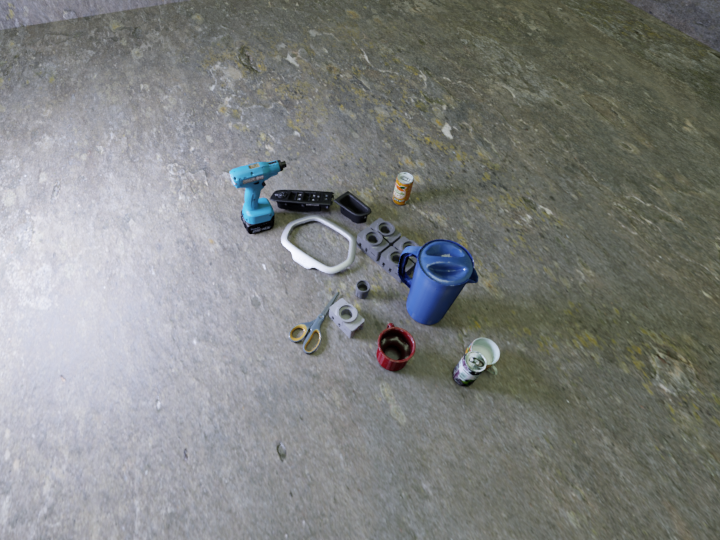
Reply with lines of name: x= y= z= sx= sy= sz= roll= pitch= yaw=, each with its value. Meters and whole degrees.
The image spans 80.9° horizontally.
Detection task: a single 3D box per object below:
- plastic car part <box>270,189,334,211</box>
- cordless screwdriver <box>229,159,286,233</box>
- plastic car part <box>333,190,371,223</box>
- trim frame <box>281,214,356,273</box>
plastic car part: x=-0.190 y=-0.226 z=1.372 sx=0.204 sy=0.065 sz=0.068 roll=7 pitch=55 yaw=3
cordless screwdriver: x=-0.292 y=-0.223 z=1.259 sx=0.156 sy=0.242 sz=0.078 roll=-18 pitch=60 yaw=-17
plastic car part: x=-0.023 y=-0.188 z=1.346 sx=0.065 sy=0.069 sz=0.122 roll=-37 pitch=64 yaw=-26
trim frame: x=-0.127 y=-0.083 z=1.294 sx=0.258 sy=0.027 sz=0.182 roll=32 pitch=60 yaw=20
